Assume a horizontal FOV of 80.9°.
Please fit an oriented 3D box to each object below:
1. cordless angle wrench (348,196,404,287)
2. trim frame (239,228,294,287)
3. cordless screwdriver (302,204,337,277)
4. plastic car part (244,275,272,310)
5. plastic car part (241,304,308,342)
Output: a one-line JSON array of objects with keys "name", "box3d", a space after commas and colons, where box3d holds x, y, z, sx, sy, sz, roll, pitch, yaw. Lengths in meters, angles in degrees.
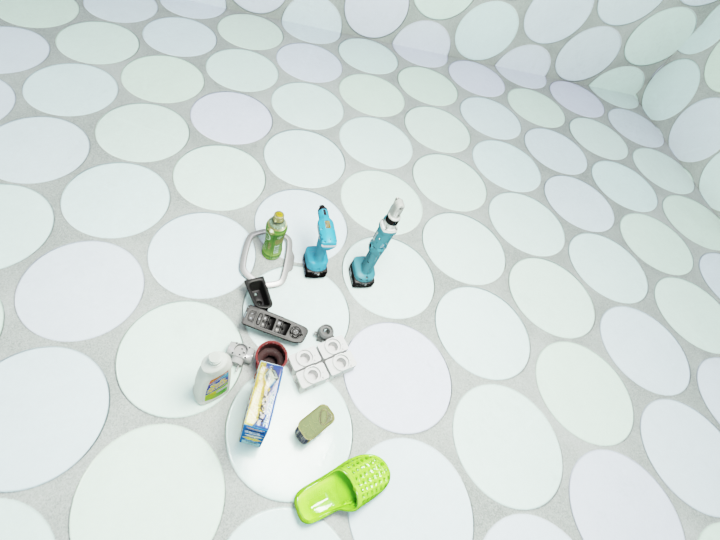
[{"name": "cordless angle wrench", "box3d": [0.055, -0.081, 1.350, 0.072, 0.419, 0.101, 0, 59, -19]}, {"name": "trim frame", "box3d": [-0.322, -0.047, 1.476, 0.182, 0.027, 0.255, 9, 54, -8]}, {"name": "cordless screwdriver", "box3d": [-0.138, -0.091, 1.415, 0.072, 0.246, 0.165, 0, 58, -19]}, {"name": "plastic car part", "box3d": [-0.326, 0.088, 1.354, 0.064, 0.070, 0.121, -14, 61, -24]}, {"name": "plastic car part", "box3d": [-0.265, 0.177, 1.310, 0.203, 0.066, 0.067, 19, 54, -1]}]
